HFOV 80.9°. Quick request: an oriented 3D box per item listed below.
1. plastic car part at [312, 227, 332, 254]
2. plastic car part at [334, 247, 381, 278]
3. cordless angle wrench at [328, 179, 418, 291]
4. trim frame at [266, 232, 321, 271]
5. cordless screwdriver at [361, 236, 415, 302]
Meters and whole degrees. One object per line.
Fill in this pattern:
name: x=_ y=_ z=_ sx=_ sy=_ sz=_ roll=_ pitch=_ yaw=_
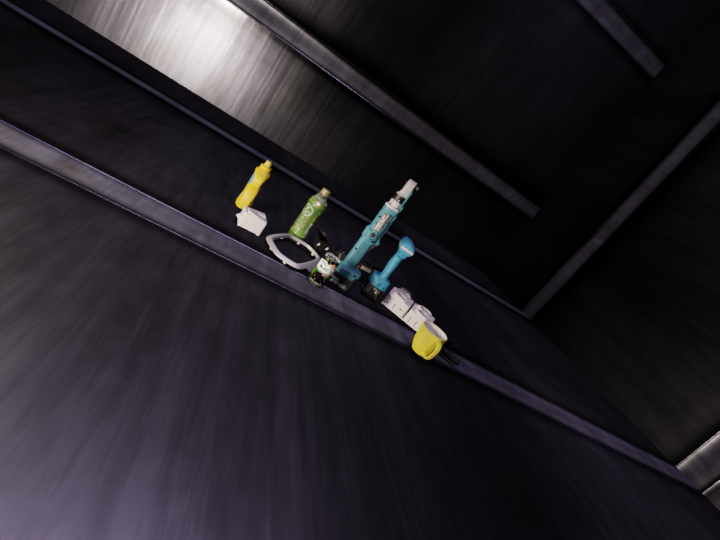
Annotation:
plastic car part: x=-0.153 y=-0.100 z=1.568 sx=0.063 sy=0.071 sz=0.121 roll=29 pitch=18 yaw=-23
plastic car part: x=-0.019 y=-0.020 z=1.613 sx=0.200 sy=0.067 sz=0.067 roll=33 pitch=17 yaw=-8
cordless angle wrench: x=0.042 y=-0.119 z=1.379 sx=0.097 sy=0.423 sz=0.075 roll=36 pitch=17 yaw=-5
trim frame: x=-0.219 y=-0.062 z=1.412 sx=0.189 sy=0.027 sz=0.242 roll=38 pitch=17 yaw=11
cordless screwdriver: x=0.104 y=-0.014 z=1.515 sx=0.074 sy=0.249 sz=0.160 roll=35 pitch=17 yaw=-6
